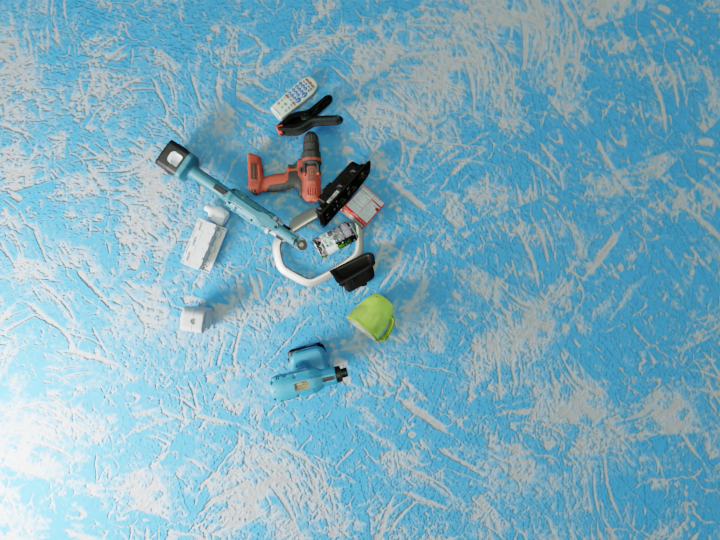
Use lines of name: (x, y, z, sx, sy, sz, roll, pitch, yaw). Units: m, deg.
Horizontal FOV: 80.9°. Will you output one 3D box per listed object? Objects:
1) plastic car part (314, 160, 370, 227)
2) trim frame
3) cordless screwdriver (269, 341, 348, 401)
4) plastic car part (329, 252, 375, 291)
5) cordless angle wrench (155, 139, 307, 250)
plastic car part: (-0.049, -0.204, 1.067, 0.070, 0.063, 0.202, 36, 75, 28)
trim frame: (-0.106, -0.069, 1.086, 0.248, 0.027, 0.185, -32, 88, 0)
cordless screwdriver: (-0.104, 0.221, 0.954, 0.160, 0.247, 0.074, -14, 91, 1)
plastic car part: (-0.008, 0.013, 1.061, 0.115, 0.069, 0.068, -25, 128, -9)
cordless angle wrench: (-0.310, -0.174, 1.056, 0.424, 0.098, 0.074, 34, 87, 1)
